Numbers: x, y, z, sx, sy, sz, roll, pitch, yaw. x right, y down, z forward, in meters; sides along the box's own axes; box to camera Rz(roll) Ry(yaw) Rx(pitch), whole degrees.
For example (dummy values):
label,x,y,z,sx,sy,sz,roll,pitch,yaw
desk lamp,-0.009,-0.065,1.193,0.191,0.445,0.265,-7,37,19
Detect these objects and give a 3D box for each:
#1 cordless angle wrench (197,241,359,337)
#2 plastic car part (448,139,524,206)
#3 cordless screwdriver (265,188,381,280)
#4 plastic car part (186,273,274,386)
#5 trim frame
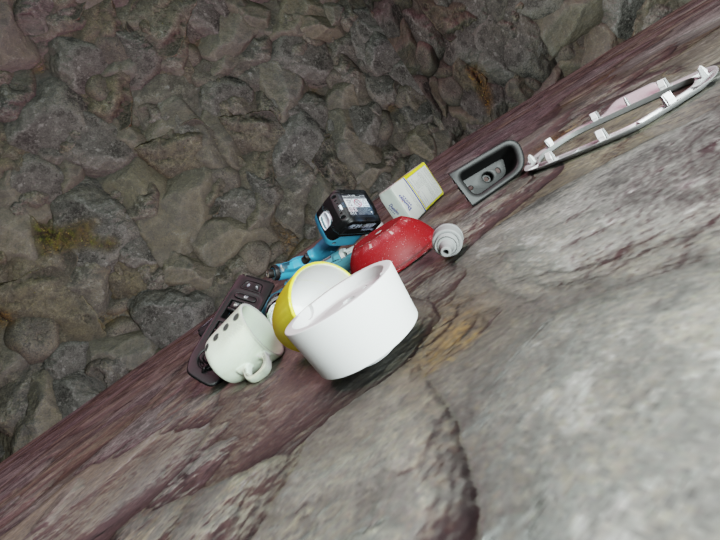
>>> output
label,x,y,z,sx,sy,sz,roll,pitch,yaw
cordless angle wrench,-0.114,0.035,0.800,0.428,0.074,0.098,-30,7,13
plastic car part,0.209,-0.157,0.699,0.116,0.067,0.070,-33,-8,0
cordless screwdriver,-0.081,-0.053,0.824,0.153,0.077,0.250,-9,-25,-35
plastic car part,-0.207,0.097,0.673,0.205,0.067,0.066,-70,-2,-46
trim frame,0.335,-0.202,0.580,0.181,0.027,0.254,-37,8,-23
